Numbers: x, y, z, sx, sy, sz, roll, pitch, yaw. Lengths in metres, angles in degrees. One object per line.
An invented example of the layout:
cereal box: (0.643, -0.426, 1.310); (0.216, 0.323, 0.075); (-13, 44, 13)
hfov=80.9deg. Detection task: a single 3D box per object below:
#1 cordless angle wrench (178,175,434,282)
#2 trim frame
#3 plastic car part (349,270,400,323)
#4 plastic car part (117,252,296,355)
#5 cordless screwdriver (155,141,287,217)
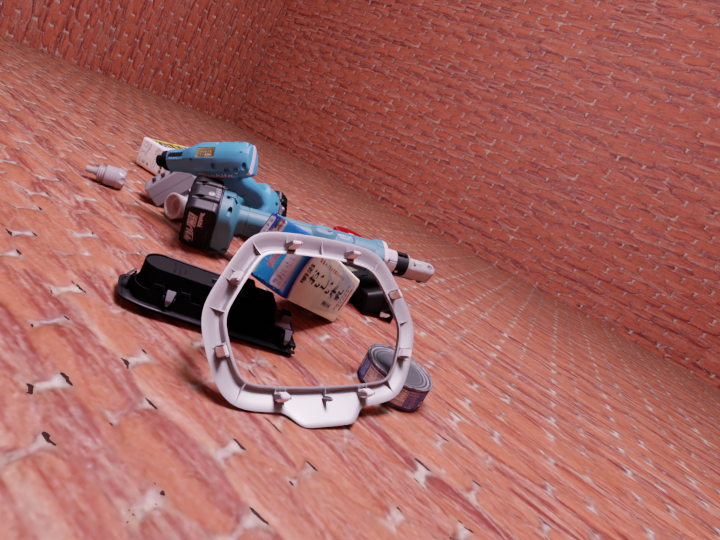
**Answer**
cordless angle wrench: (-0.067, -0.044, 0.681); (0.411, 0.097, 0.077); (14, 45, -16)
trim frame: (-0.035, 0.055, 0.421); (0.236, 0.187, 0.028); (10, -19, -35)
plastic car part: (0.003, 0.037, 0.740); (0.068, 0.065, 0.123); (-3, 26, -37)
plastic car part: (-0.158, 0.032, 0.462); (0.196, 0.067, 0.069); (18, 23, -20)
cordless screwdriver: (-0.225, -0.140, 0.733); (0.162, 0.075, 0.240); (4, -16, 10)
